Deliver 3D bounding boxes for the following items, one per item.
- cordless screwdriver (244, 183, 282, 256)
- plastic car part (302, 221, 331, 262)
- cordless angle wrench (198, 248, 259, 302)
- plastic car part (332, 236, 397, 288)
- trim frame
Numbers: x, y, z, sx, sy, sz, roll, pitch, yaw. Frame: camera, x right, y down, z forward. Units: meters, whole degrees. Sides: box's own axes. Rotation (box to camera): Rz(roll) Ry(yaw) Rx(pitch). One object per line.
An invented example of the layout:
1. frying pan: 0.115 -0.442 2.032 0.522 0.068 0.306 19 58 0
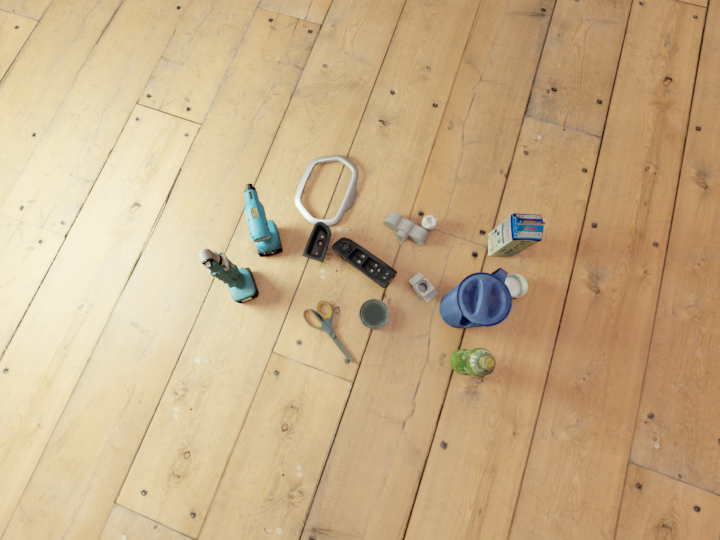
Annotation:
1. cordless screwdriver: -0.283 -0.134 1.205 0.074 0.245 0.162 -14 78 -6
2. plastic car part: -0.125 -0.082 1.276 0.067 0.070 0.117 17 77 3
3. cordless angle wrench: -0.339 0.007 1.080 0.074 0.417 0.100 -21 80 -8
4. plastic car part: 0.008 -0.026 1.259 0.207 0.066 0.066 37 79 10
5. trim frame: -0.104 -0.257 1.344 0.187 0.027 0.250 20 77 7
